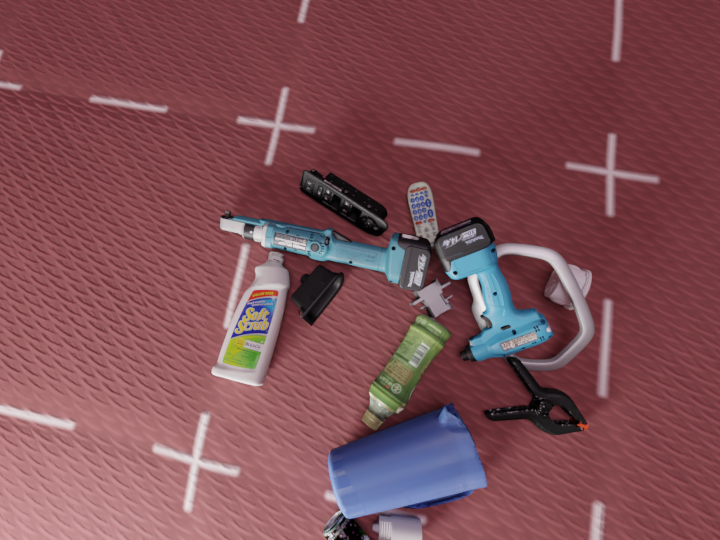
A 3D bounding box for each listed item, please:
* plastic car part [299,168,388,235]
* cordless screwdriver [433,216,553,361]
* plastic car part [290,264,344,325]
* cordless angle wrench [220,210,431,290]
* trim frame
[{"bbox_3d":[-0.027,-0.142,0.861,0.208,0.065,0.066,37,50,12],"label":"plastic car part"},{"bbox_3d":[0.205,0.040,0.749,0.162,0.073,0.248,-29,92,21],"label":"cordless screwdriver"},{"bbox_3d":[-0.091,0.039,0.828,0.074,0.063,0.116,32,78,21],"label":"plastic car part"},{"bbox_3d":[-0.081,-0.053,0.832,0.432,0.074,0.097,12,106,11],"label":"cordless angle wrench"},{"bbox_3d":[0.301,0.066,0.766,0.188,0.027,0.248,-25,92,22],"label":"trim frame"}]
